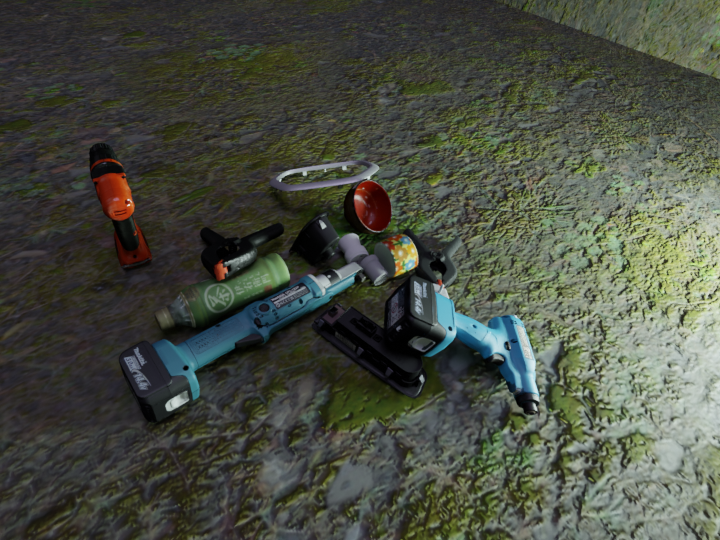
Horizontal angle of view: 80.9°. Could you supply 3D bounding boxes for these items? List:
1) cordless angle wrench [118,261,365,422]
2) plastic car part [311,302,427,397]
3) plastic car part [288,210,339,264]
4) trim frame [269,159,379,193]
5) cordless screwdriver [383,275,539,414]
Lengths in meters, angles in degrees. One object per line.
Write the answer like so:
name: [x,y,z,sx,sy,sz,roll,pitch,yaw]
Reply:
cordless angle wrench: [-0.156,0.078,0.681,0.412,0.072,0.103,-29,57,-32]
plastic car part: [0.021,0.114,0.673,0.211,0.066,0.065,36,44,21]
plastic car part: [-0.077,-0.051,0.790,0.064,0.117,0.072,-31,83,-33]
trim frame: [-0.083,-0.211,0.946,0.250,0.026,0.189,-9,29,4]
cordless screwdriver: [0.159,0.114,0.640,0.242,0.074,0.164,20,43,-16]
